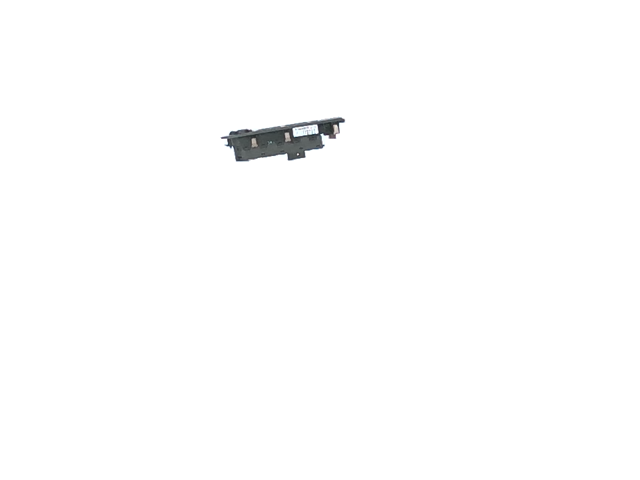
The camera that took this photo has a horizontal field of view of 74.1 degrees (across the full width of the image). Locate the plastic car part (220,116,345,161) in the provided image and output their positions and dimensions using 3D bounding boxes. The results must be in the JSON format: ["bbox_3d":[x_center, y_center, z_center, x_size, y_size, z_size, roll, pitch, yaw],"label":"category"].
[{"bbox_3d":[-0.062,-0.168,0.707,0.203,0.067,0.066,-7,26,-7],"label":"plastic car part"}]
